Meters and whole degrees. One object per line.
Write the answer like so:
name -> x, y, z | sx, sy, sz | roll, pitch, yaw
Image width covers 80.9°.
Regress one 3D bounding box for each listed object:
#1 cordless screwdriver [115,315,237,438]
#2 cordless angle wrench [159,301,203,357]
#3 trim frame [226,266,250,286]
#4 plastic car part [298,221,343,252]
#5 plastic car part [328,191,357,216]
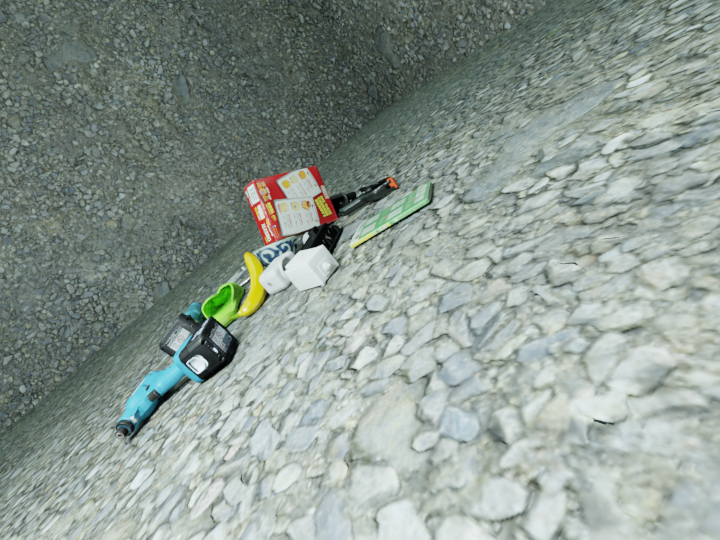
cordless screwdriver -> -0.352, 0.204, 0.796 | 0.251, 0.072, 0.162 | -37, 17, 17
cordless angle wrench -> -0.468, 0.137, 1.173 | 0.098, 0.072, 0.434 | -55, 16, -4
trim frame -> -0.366, 0.004, 1.365 | 0.189, 0.027, 0.249 | -25, 24, 39
plastic car part -> -0.093, -0.061, 0.952 | 0.068, 0.065, 0.206 | -25, 24, 21
plastic car part -> -0.052, -0.189, 1.186 | 0.121, 0.065, 0.069 | -14, 14, 47
